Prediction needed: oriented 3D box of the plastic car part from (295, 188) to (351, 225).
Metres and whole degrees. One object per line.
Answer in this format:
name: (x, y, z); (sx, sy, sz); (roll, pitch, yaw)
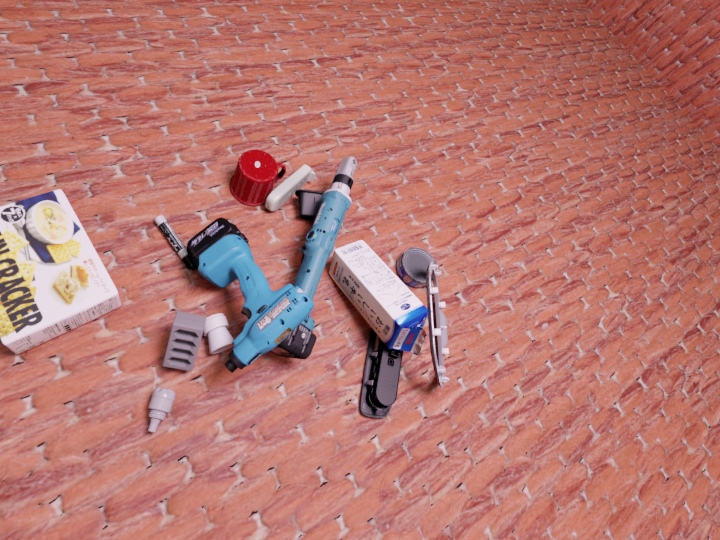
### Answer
plastic car part: (-0.085, -0.128, 0.899); (0.113, 0.067, 0.072); (2, 78, -18)

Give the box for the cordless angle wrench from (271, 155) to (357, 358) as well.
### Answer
cordless angle wrench: (-0.078, -0.051, 0.793); (0.070, 0.102, 0.427); (38, 58, -36)

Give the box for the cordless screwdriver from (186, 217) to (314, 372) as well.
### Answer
cordless screwdriver: (-0.205, 0.033, 0.693); (0.158, 0.071, 0.262); (-44, 58, -8)

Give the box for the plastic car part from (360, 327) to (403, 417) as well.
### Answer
plastic car part: (0.051, 0.170, 0.785); (0.064, 0.068, 0.206); (25, 59, -18)

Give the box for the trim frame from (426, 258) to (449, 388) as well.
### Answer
trim frame: (0.150, 0.096, 0.812); (0.028, 0.176, 0.254); (-7, 67, 14)
